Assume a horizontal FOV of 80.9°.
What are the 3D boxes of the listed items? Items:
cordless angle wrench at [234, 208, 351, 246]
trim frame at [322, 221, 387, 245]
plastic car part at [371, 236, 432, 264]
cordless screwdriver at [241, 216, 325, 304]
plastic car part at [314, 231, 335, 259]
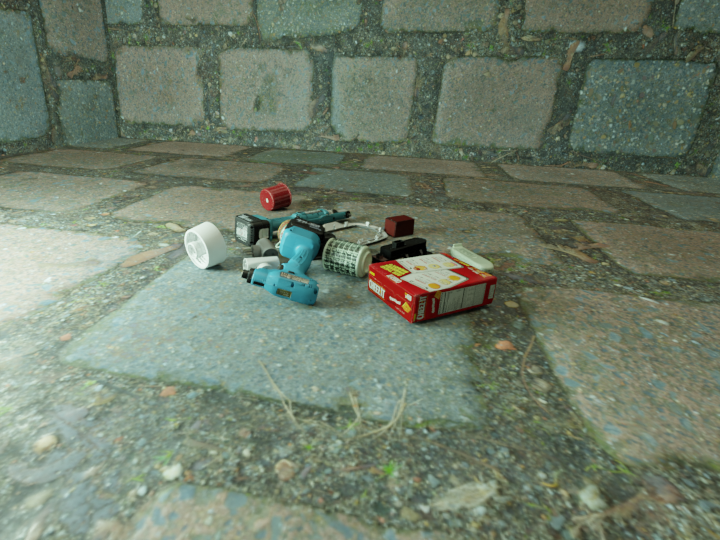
[{"bbox_3d":[-0.187,-0.152,1.307,0.104,0.073,0.407,23,28,39],"label":"cordless angle wrench"},{"bbox_3d":[-0.033,-0.114,1.282,0.240,0.027,0.195,-20,31,-38],"label":"trim frame"},{"bbox_3d":[0.107,-0.049,1.105,0.195,0.066,0.070,-12,20,-37],"label":"plastic car part"},{"bbox_3d":[-0.163,-0.030,0.944,0.158,0.073,0.255,15,34,-7],"label":"cordless screwdriver"},{"bbox_3d":[-0.110,-0.072,1.120,0.112,0.070,0.069,-6,22,-28],"label":"plastic car part"}]
